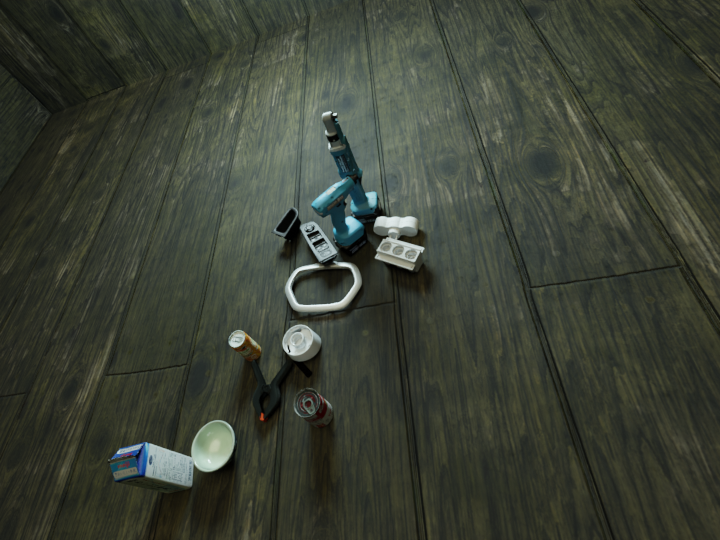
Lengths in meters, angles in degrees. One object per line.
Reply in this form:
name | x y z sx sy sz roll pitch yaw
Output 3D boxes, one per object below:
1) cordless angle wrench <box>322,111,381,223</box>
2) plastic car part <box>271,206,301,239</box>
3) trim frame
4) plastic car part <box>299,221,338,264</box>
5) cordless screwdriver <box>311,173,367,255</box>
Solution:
cordless angle wrench | -0.032 -0.296 1.256 0.100 0.402 0.076 -7 54 16
plastic car part | -0.242 -0.152 1.462 0.069 0.067 0.116 19 66 32
trim frame | -0.116 0.046 1.293 0.255 0.026 0.189 -7 54 19
plastic car part | -0.134 -0.088 1.372 0.066 0.064 0.214 -33 50 -3
cordless screwdriver | -0.040 -0.167 1.275 0.158 0.236 0.079 -42 52 -10
